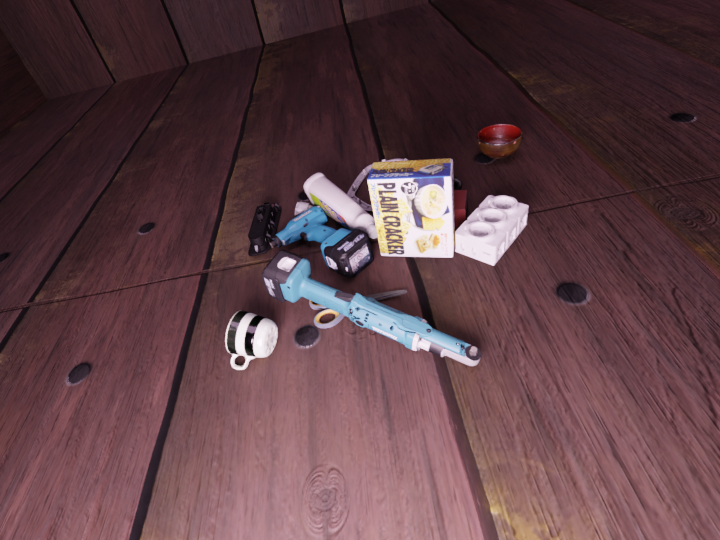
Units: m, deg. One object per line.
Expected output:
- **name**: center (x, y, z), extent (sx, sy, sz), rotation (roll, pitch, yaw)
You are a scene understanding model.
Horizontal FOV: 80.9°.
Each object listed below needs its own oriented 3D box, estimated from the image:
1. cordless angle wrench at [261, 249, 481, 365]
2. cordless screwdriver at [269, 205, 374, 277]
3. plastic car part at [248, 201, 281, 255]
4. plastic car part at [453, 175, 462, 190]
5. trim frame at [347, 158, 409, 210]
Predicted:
- **cordless angle wrench**: center (0.009, 0.076, 0.788), extent (0.441, 0.094, 0.074), rotation (21, 55, 23)
- **cordless screwdriver**: center (-0.097, -0.063, 0.989), extent (0.157, 0.071, 0.263), rotation (-36, 42, -20)
- **plastic car part**: center (-0.255, -0.120, 1.109), extent (0.067, 0.064, 0.209), rotation (-3, 46, 3)
- **plastic car part**: center (0.195, -0.224, 1.075), extent (0.118, 0.064, 0.071), rotation (10, 32, 8)
- **trim frame**: center (0.068, -0.242, 1.156), extent (0.192, 0.026, 0.248), rotation (10, 47, 25)
